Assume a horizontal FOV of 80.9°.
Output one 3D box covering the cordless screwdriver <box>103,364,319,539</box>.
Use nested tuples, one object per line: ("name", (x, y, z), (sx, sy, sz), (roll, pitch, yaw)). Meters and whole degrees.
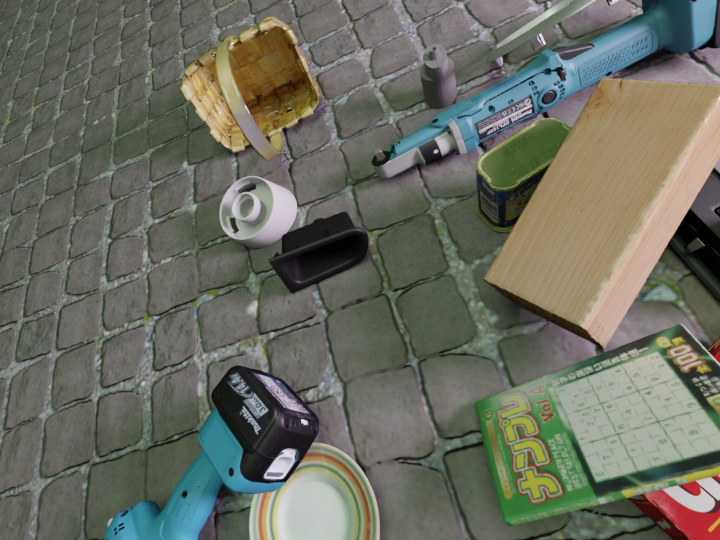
("cordless screwdriver", (-0.137, 0.227, 0.398), (0.249, 0.070, 0.168), (-52, 49, 0))

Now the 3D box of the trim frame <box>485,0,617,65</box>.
("trim frame", (0.231, -0.291, 0.478), (0.189, 0.027, 0.248), (-26, 17, 29))

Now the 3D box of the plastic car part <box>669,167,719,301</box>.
("plastic car part", (0.320, -0.038, 0.378), (0.067, 0.063, 0.212), (-30, 55, 13))

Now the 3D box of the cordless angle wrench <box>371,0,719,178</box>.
("cordless angle wrench", (0.209, -0.216, 0.497), (0.428, 0.093, 0.077), (-26, 42, 13))

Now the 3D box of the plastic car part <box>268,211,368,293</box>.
("plastic car part", (-0.051, -0.034, 0.524), (0.117, 0.062, 0.074), (-25, 45, 4))
